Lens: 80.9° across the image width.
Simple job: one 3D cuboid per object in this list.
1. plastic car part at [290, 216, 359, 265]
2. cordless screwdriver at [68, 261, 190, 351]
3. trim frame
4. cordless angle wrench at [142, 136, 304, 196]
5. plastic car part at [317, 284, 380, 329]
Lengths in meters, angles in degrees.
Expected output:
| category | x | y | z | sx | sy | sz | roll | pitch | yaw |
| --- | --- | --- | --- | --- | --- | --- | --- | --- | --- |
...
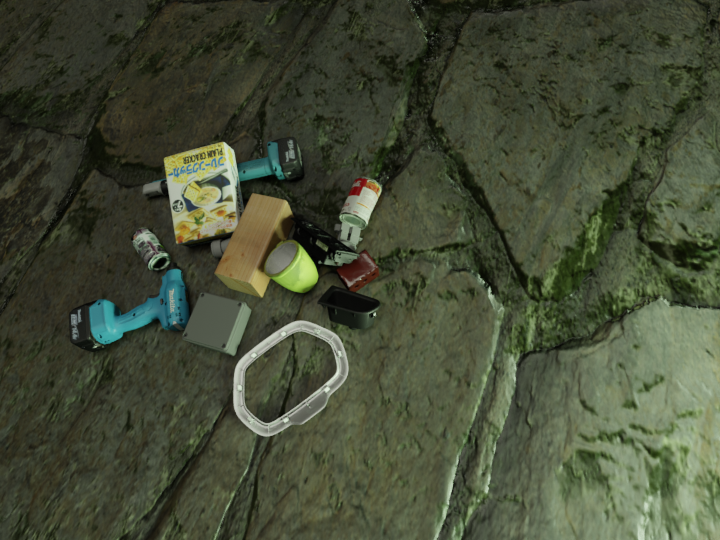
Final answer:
| category | x | y | z | sx | sy | sz | roll | pitch | yaw |
| --- | --- | --- | --- | --- | --- | --- | --- | --- | --- |
| plastic car part | -0.090 | -0.059 | 0.916 | 0.215 | 0.063 | 0.066 | 41 | 120 | 43 |
| cordless screwdriver | -0.509 | 0.080 | 0.943 | 0.248 | 0.072 | 0.165 | -16 | 63 | -2 |
| trim frame | -0.142 | 0.209 | 0.840 | 0.247 | 0.026 | 0.192 | -34 | 65 | -9 |
| cordless angle wrench | -0.358 | -0.243 | 1.074 | 0.427 | 0.071 | 0.101 | -11 | 64 | 7 |
| plastic car part | -0.021 | 0.085 | 0.853 | 0.121 | 0.069 | 0.065 | 17 | 37 | 23 |
